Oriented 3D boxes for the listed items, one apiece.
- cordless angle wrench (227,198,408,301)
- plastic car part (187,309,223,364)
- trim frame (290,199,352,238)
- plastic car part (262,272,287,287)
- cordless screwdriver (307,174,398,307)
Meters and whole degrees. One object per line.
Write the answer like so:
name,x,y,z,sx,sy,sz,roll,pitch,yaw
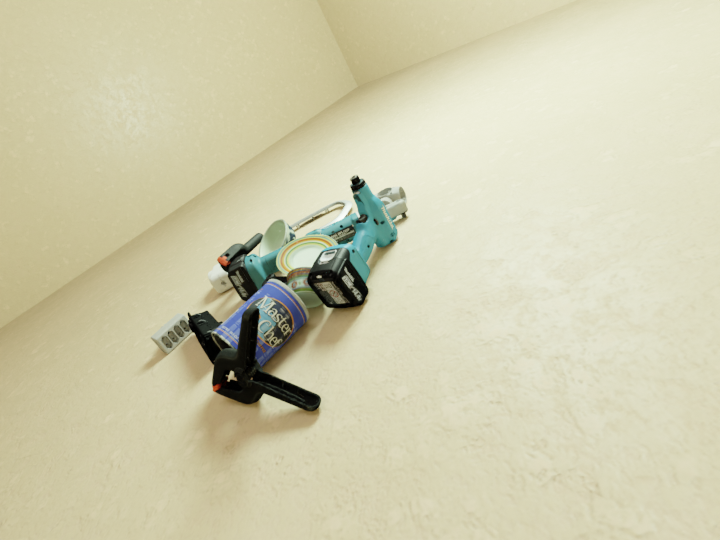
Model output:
cordless angle wrench,-0.093,-0.061,0.953,0.425,0.095,0.076,-25,21,5
plastic car part,-0.325,0.125,0.897,0.066,0.064,0.213,-32,24,-27
trim frame,-0.131,-0.126,1.168,0.250,0.026,0.190,-30,27,6
plastic car part,-0.165,0.039,0.871,0.122,0.068,0.065,3,39,45
cordless screwdriver,-0.015,-0.059,0.790,0.077,0.153,0.249,-11,33,37
